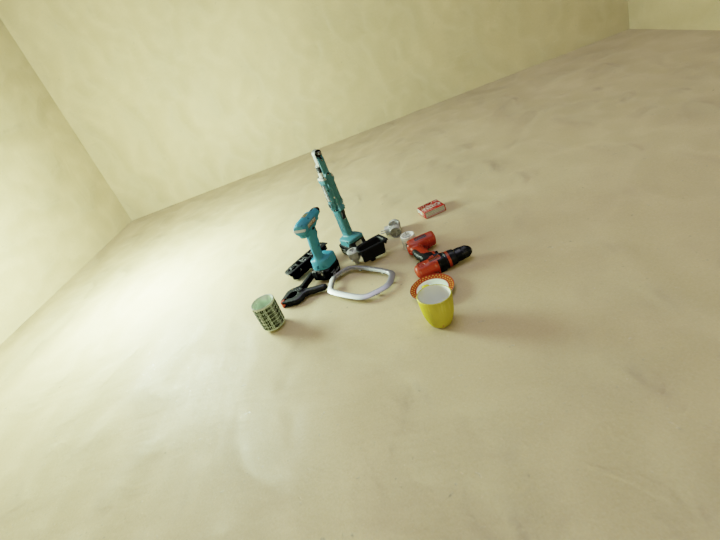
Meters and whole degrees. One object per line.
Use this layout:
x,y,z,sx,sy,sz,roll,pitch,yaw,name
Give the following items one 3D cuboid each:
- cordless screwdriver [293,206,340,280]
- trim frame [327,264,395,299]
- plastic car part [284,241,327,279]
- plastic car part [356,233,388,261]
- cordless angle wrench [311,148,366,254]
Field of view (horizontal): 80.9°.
-0.148,-0.097,1.510,0.077,0.239,0.159,-8,30,28,cordless screwdriver
-0.001,0.035,1.402,0.261,0.026,0.182,5,40,41,trim frame
-0.206,-0.032,1.627,0.200,0.064,0.070,-38,31,-25,plastic car part
0.042,-0.071,1.503,0.115,0.068,0.069,-32,28,-14,plastic car part
-0.088,-0.245,1.538,0.073,0.407,0.103,-34,28,-23,cordless angle wrench
